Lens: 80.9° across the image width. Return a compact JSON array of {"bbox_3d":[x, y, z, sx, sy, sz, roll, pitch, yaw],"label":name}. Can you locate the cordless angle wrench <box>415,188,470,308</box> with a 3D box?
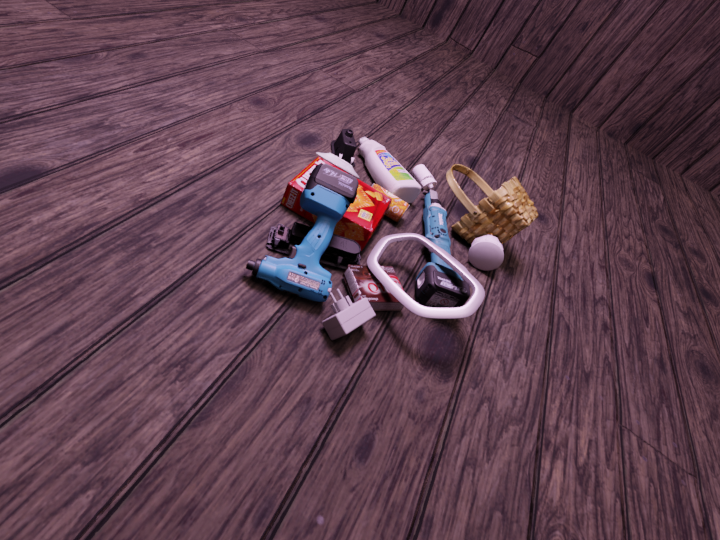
[{"bbox_3d":[0.184,-0.076,1.019,0.096,0.074,0.432,18,40,-10],"label":"cordless angle wrench"}]

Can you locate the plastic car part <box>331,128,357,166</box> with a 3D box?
[{"bbox_3d":[-0.041,-0.356,1.181,0.064,0.071,0.121,11,47,-23],"label":"plastic car part"}]

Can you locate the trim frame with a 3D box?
[{"bbox_3d":[0.125,0.005,0.838,0.180,0.027,0.262,-25,48,-24],"label":"trim frame"}]

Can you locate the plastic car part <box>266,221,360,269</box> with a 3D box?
[{"bbox_3d":[-0.085,-0.055,0.867,0.198,0.067,0.068,20,35,-13],"label":"plastic car part"}]

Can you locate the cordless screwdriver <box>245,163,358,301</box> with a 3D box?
[{"bbox_3d":[-0.105,-0.079,0.795,0.157,0.075,0.250,19,77,-9],"label":"cordless screwdriver"}]
